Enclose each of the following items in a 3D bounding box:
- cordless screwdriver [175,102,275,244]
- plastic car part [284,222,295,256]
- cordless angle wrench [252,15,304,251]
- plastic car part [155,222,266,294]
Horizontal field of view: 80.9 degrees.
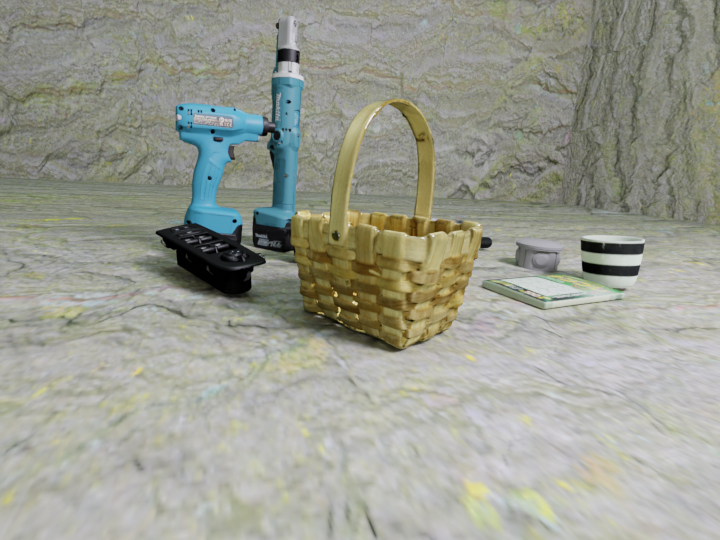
[{"bbox_3d":[-0.225,-0.144,0.705,0.154,0.246,0.078,-1,12,-23],"label":"cordless screwdriver"},{"bbox_3d":[-0.070,-0.046,0.716,0.116,0.070,0.067,3,12,-3],"label":"plastic car part"},{"bbox_3d":[-0.143,-0.250,0.795,0.102,0.418,0.072,11,13,28],"label":"cordless angle wrench"},{"bbox_3d":[-0.205,-0.016,0.568,0.214,0.066,0.063,17,17,42],"label":"plastic car part"}]
